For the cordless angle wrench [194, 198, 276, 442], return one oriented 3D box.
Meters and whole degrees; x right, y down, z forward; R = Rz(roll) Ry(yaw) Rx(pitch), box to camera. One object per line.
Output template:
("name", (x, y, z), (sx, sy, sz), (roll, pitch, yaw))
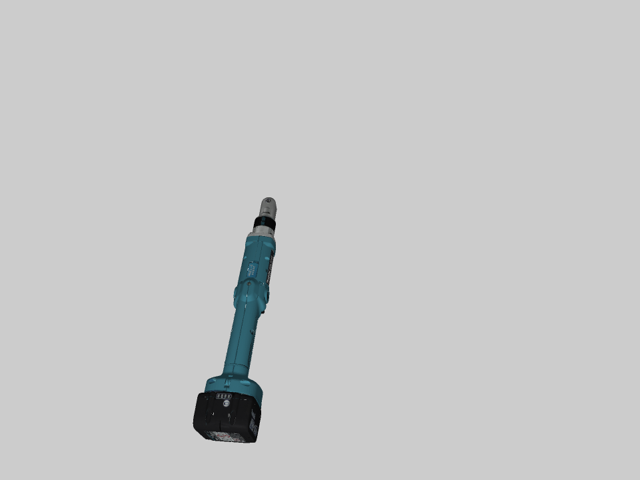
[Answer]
("cordless angle wrench", (-0.111, 0.092, 0.686), (0.074, 0.421, 0.098), (2, -37, 4))
